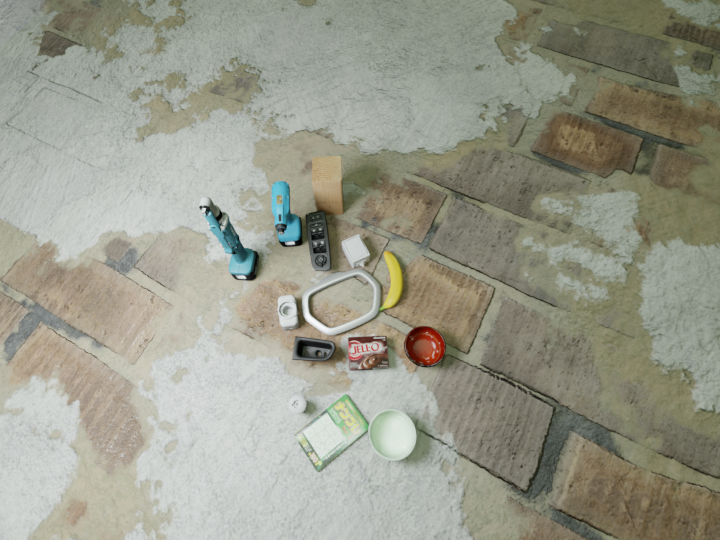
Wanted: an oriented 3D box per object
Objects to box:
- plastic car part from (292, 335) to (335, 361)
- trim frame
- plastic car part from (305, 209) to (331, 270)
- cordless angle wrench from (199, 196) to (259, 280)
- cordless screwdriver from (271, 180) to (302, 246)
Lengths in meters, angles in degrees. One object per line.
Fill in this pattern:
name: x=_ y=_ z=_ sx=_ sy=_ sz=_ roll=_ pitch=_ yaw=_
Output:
plastic car part: x=-0.128 y=0.229 z=1.194 sx=0.118 sy=0.069 sz=0.067 roll=5 pitch=67 yaw=5
trim frame: x=-0.056 y=0.089 z=1.274 sx=0.247 sy=0.027 sz=0.191 roll=-24 pitch=66 yaw=-6
plastic car part: x=-0.131 y=-0.086 z=1.339 sx=0.066 sy=0.065 sz=0.209 roll=-9 pitch=66 yaw=-2
cordless angle wrench: x=-0.364 y=-0.086 z=1.169 sx=0.075 sy=0.412 sz=0.100 roll=4 pitch=68 yaw=1
cordless screwdriver: x=-0.224 y=-0.138 z=1.273 sx=0.074 sy=0.242 sz=0.163 roll=-4 pitch=67 yaw=-2
